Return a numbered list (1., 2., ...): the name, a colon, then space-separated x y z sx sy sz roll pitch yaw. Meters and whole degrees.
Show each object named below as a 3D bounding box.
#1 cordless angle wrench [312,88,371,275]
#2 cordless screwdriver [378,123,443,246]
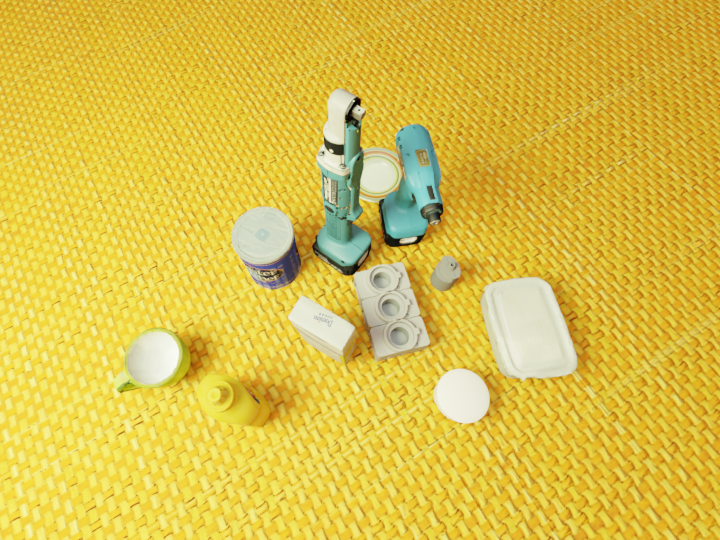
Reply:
1. cordless angle wrench: -0.028 -0.107 0.623 0.100 0.413 0.074 36 72 11
2. cordless screwdriver: 0.086 -0.106 0.709 0.074 0.243 0.163 -8 69 -5
